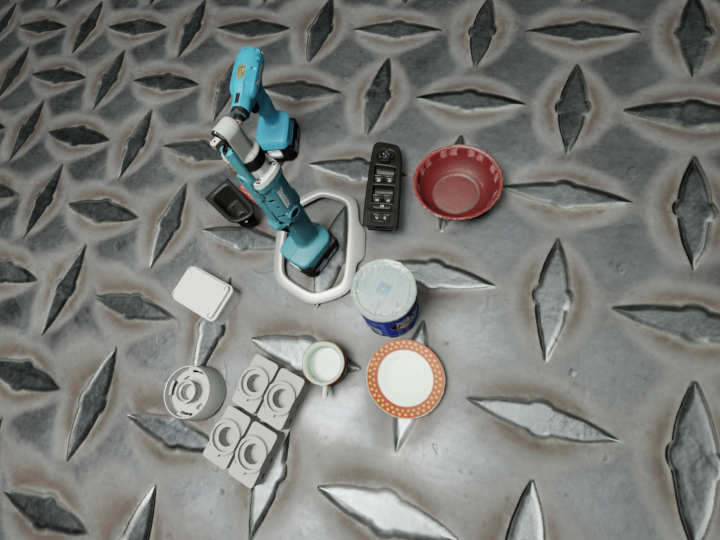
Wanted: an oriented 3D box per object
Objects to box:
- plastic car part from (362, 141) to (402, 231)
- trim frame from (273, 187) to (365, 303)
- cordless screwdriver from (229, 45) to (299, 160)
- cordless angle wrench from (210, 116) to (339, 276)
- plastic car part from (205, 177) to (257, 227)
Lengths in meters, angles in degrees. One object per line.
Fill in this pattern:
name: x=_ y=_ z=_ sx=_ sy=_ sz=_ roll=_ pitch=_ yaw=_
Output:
plastic car part: x=0.048 y=-0.163 z=0.840 sx=0.068 sy=0.064 sz=0.206 roll=1 pitch=69 yaw=12
trim frame: x=-0.083 y=-0.054 z=0.851 sx=0.188 sy=0.026 sz=0.253 roll=-2 pitch=68 yaw=13
cordless screwdriver: x=-0.197 y=-0.304 z=0.862 sx=0.076 sy=0.239 sz=0.162 roll=0 pitch=70 yaw=10
cordless angle wrench: x=-0.124 y=-0.101 z=0.670 sx=0.077 sy=0.407 sz=0.098 roll=33 pitch=79 yaw=19
plastic car part: x=-0.264 y=-0.130 z=0.903 sx=0.066 sy=0.068 sz=0.122 roll=-44 pitch=66 yaw=-6
